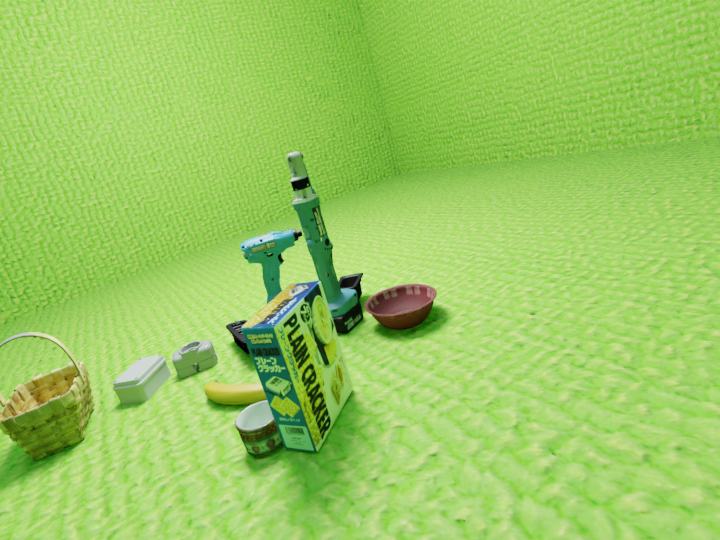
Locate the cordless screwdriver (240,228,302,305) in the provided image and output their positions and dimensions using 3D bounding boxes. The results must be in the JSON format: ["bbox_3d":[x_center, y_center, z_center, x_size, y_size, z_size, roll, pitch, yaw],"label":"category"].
[{"bbox_3d":[-0.199,0.019,1.098,0.158,0.244,0.076,-18,14,-8],"label":"cordless screwdriver"}]

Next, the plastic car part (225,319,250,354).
[{"bbox_3d":[-0.276,0.162,1.032,0.065,0.065,0.212,-24,19,-26],"label":"plastic car part"}]

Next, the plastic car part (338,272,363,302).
[{"bbox_3d":[-0.024,0.058,1.107,0.067,0.069,0.117,-13,17,13],"label":"plastic car part"}]

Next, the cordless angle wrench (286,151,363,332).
[{"bbox_3d":[-0.094,-0.062,0.966,0.078,0.414,0.095,-5,18,39],"label":"cordless angle wrench"}]
